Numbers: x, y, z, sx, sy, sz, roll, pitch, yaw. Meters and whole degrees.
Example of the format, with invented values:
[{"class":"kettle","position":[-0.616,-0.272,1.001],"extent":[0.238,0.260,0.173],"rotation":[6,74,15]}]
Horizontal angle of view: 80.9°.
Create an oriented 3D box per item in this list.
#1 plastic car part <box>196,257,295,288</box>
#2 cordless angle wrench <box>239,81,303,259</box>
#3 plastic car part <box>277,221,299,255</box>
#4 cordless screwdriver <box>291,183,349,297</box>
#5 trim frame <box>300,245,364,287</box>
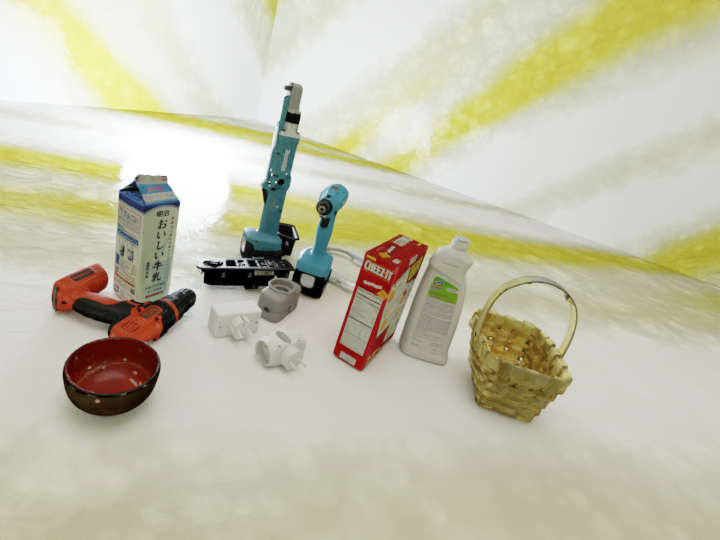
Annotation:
[{"class":"plastic car part","position":[-0.247,0.004,0.899],"extent":[0.196,0.066,0.069],"rotation":[5,25,-23]},{"class":"cordless angle wrench","position":[-0.191,-0.208,0.966],"extent":[0.094,0.418,0.078],"rotation":[5,25,-28]},{"class":"plastic car part","position":[-0.200,-0.076,1.103],"extent":[0.064,0.070,0.122],"rotation":[8,24,-20]},{"class":"cordless screwdriver","position":[-0.089,-0.058,0.909],"extent":[0.075,0.246,0.159],"rotation":[19,22,3]},{"class":"trim frame","position":[-0.046,-0.010,1.103],"extent":[0.262,0.027,0.176],"rotation":[32,28,34]}]
